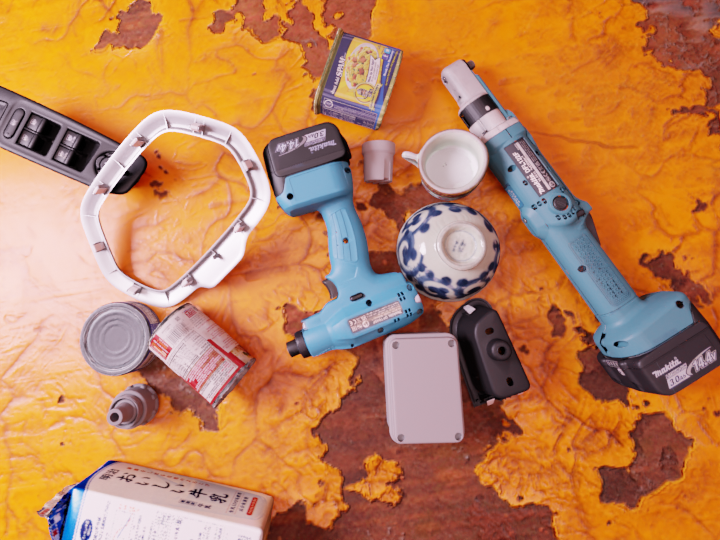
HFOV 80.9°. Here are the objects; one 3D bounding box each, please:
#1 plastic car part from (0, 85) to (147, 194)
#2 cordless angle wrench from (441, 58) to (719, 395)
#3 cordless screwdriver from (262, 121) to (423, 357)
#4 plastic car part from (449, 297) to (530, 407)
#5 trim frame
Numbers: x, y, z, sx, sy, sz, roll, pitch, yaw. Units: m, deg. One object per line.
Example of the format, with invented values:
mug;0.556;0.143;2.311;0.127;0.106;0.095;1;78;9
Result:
plastic car part;-0.356;-0.146;0.515;0.203;0.067;0.066;24;78;0
cordless angle wrench;0.219;-0.070;0.483;0.098;0.073;0.430;-31;80;-3
cordless screwdriver;-0.048;-0.031;0.487;0.159;0.074;0.250;-23;87;-1
plastic car part;0.144;0.091;0.464;0.066;0.071;0.117;-19;87;-4
trim frame;-0.215;-0.063;0.480;0.250;0.028;0.182;-42;97;14
